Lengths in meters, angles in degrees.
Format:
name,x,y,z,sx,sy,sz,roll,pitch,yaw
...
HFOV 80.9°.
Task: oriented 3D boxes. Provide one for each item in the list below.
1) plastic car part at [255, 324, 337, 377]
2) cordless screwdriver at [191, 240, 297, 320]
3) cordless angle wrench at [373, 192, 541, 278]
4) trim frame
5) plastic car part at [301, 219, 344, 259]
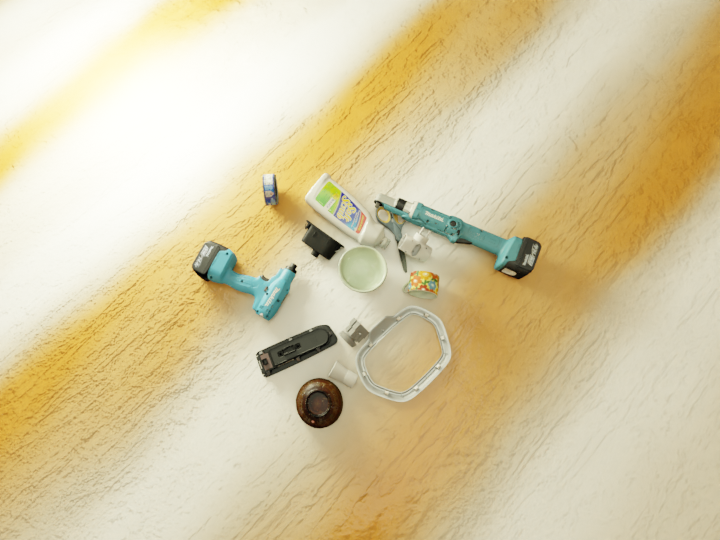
name,x,y,z,sx,sy,sz,roll,pitch,yaw
plastic car part,-0.156,0.187,1.029,0.201,0.065,0.069,-22,67,-7
cordless screwdriver,-0.296,0.002,1.093,0.253,0.073,0.159,29,75,8
cordless angle wrench,0.234,-0.109,1.092,0.432,0.072,0.098,25,75,11
trim frame,0.104,0.198,1.025,0.247,0.027,0.190,-41,73,-8
plastic car part,-0.109,-0.071,1.116,0.119,0.064,0.071,39,92,10
